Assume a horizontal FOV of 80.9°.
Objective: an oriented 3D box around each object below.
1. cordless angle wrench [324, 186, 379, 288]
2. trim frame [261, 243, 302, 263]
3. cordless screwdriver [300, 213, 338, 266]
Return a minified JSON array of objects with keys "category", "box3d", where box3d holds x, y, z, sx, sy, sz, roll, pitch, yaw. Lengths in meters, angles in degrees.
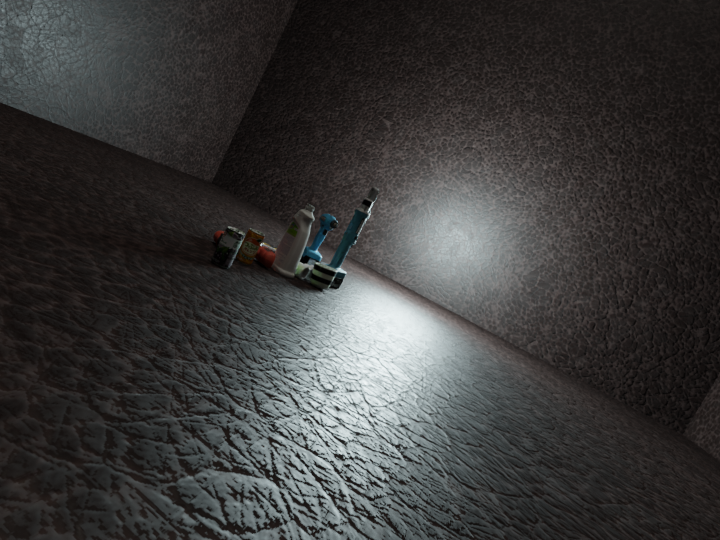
[{"category":"cordless angle wrench","box3d":[-0.037,-0.134,1.650,0.079,0.422,0.092,31,6,39]},{"category":"trim frame","box3d":[-0.326,-0.056,1.645,0.243,0.027,0.189,25,5,-13]},{"category":"cordless screwdriver","box3d":[-0.169,-0.111,1.730,0.071,0.248,0.165,25,5,-23]}]
